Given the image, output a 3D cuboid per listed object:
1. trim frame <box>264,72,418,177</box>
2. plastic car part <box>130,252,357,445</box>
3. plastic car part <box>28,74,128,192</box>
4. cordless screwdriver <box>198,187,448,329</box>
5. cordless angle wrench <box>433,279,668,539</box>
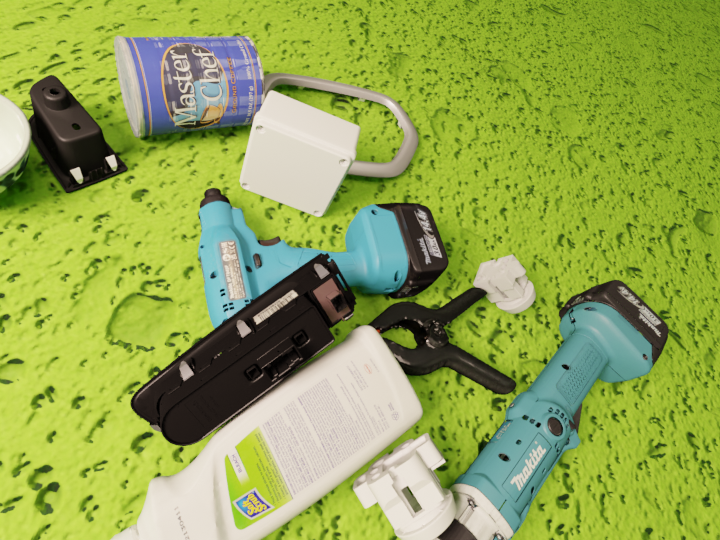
[{"bbox_3d":[-0.032,-0.205,0.585,0.242,0.027,0.190,2,61,-16],"label":"trim frame"},{"bbox_3d":[-0.087,0.073,0.347,0.202,0.063,0.070,-34,33,-8],"label":"plastic car part"},{"bbox_3d":[-0.301,-0.150,0.431,0.064,0.071,0.118,-34,80,-34],"label":"plastic car part"},{"bbox_3d":[-0.044,-0.029,0.451,0.242,0.074,0.164,-10,65,-20],"label":"cordless screwdriver"},{"bbox_3d":[0.177,0.159,0.421,0.415,0.074,0.100,-37,79,-30],"label":"cordless angle wrench"}]
